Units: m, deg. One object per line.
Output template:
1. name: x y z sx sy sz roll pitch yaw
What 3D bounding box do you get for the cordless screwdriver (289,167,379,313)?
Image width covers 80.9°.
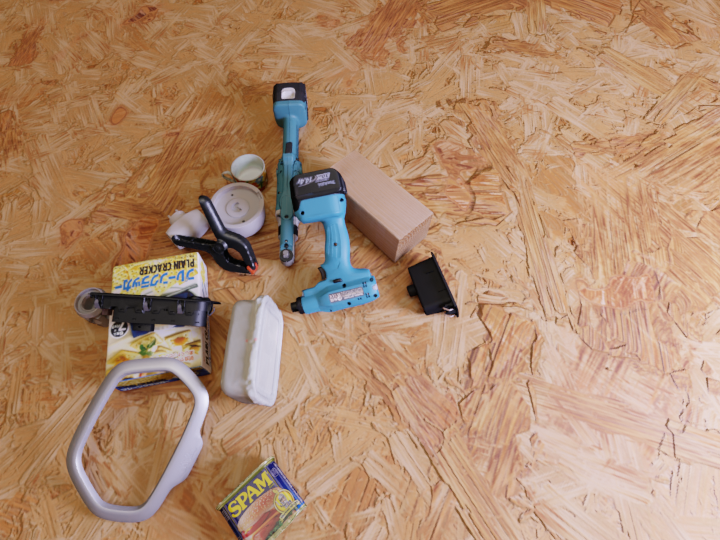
1. cordless screwdriver: -0.074 -0.048 0.757 0.161 0.073 0.249 -15 88 7

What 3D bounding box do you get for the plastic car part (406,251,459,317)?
1. plastic car part: 0.121 0.033 0.755 0.071 0.063 0.121 -24 60 5

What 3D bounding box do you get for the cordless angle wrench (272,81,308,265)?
1. cordless angle wrench: -0.149 -0.208 0.886 0.074 0.095 0.433 -3 66 -1

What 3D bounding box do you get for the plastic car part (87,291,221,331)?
1. plastic car part: -0.332 0.065 0.686 0.203 0.065 0.068 -1 72 1

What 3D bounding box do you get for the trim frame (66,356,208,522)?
1. trim frame: -0.335 0.252 0.643 0.185 0.027 0.249 24 80 4
